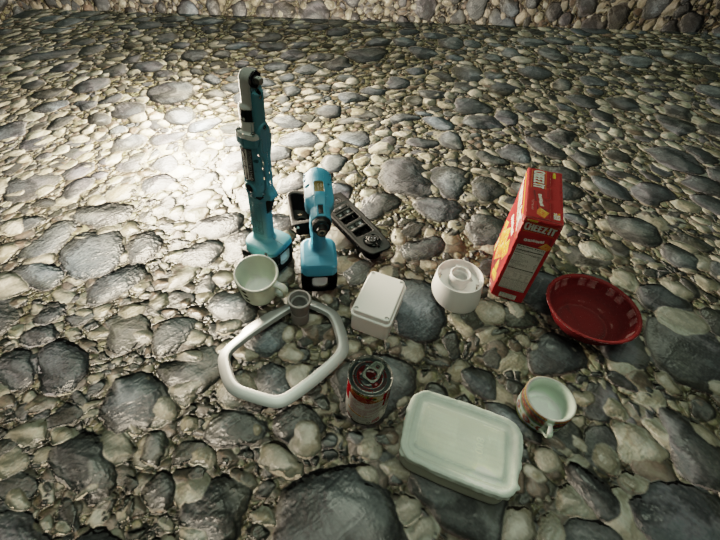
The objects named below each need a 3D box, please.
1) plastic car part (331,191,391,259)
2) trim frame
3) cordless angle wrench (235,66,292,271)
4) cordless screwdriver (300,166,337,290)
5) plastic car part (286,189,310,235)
[{"bbox_3d":[-0.015,-0.093,0.959,0.065,0.065,0.214,-26,51,-25],"label":"plastic car part"},{"bbox_3d":[-0.134,0.139,0.759,0.194,0.027,0.244,35,55,29],"label":"trim frame"},{"bbox_3d":[-0.187,-0.163,0.787,0.102,0.410,0.073,28,50,20],"label":"cordless angle wrench"},{"bbox_3d":[-0.078,-0.051,0.795,0.074,0.241,0.165,-2,46,-7],"label":"cordless screwdriver"},{"bbox_3d":[-0.137,-0.127,0.989,0.065,0.069,0.122,-9,47,-12],"label":"plastic car part"}]
